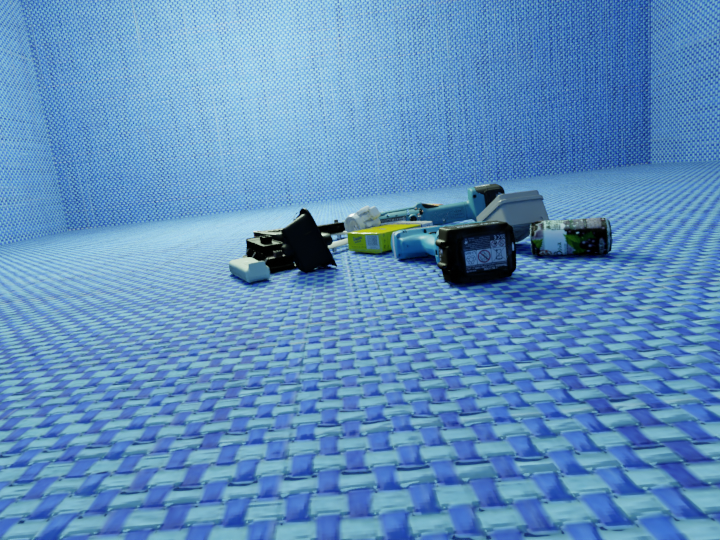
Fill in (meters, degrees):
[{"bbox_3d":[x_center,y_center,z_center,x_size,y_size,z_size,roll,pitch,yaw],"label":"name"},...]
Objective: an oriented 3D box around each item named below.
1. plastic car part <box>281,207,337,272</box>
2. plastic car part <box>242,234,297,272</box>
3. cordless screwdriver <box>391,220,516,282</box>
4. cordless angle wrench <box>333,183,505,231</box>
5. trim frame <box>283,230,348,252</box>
[{"bbox_3d":[-0.103,-0.044,0.746,0.070,0.113,0.069,-37,22,-22],"label":"plastic car part"},{"bbox_3d":[-0.197,-0.038,0.862,0.064,0.066,0.212,-19,14,-25],"label":"plastic car part"},{"bbox_3d":[0.158,-0.042,0.665,0.157,0.074,0.254,-8,9,-10],"label":"cordless screwdriver"},{"bbox_3d":[0.135,-0.134,1.061,0.431,0.097,0.074,-8,10,13],"label":"cordless angle wrench"},{"bbox_3d":[-0.097,-0.063,0.987,0.193,0.027,0.240,5,19,38],"label":"trim frame"}]
